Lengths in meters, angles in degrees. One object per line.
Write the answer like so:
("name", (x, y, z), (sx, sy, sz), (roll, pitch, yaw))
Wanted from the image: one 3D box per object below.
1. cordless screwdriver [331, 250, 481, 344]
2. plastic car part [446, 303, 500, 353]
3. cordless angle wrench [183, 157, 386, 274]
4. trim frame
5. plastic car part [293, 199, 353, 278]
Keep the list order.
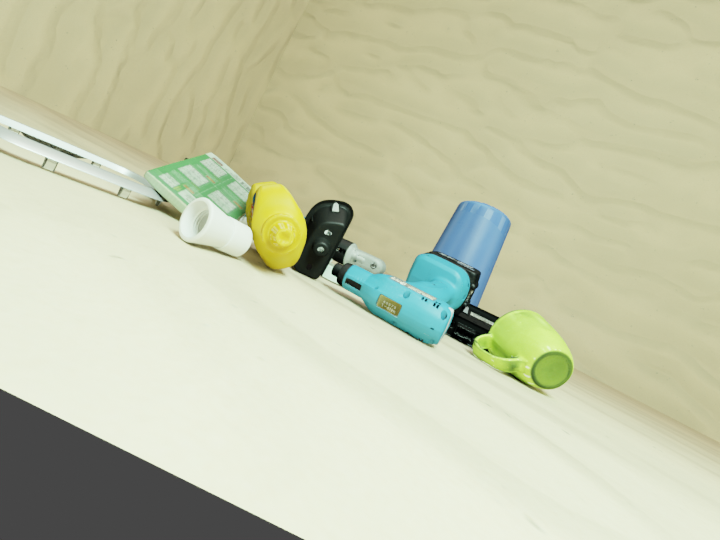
("cordless screwdriver", (0.075, 0.019, 0.608), (0.166, 0.074, 0.240), (27, 19, 22))
("plastic car part", (0.160, 0.087, 0.718), (0.210, 0.065, 0.066), (28, 27, 16))
("cordless angle wrench", (-0.148, -0.088, 0.732), (0.441, 0.074, 0.094), (25, 2, 23))
("trim frame", (-0.330, -0.127, 0.483), (0.195, 0.027, 0.235), (30, 6, 38))
("plastic car part", (-0.056, -0.036, 0.569), (0.064, 0.116, 0.073), (26, 26, -13))
